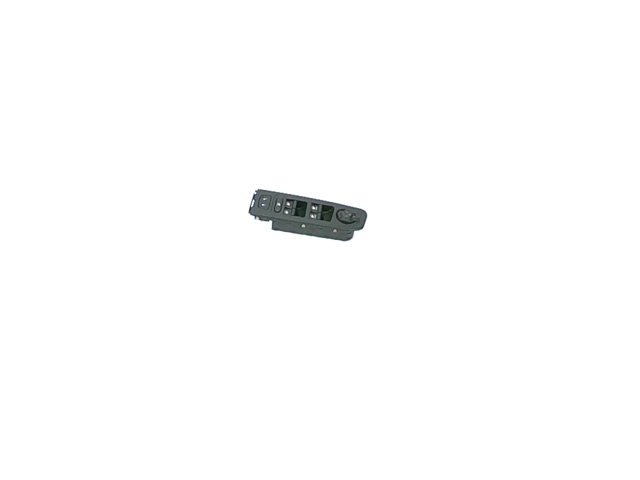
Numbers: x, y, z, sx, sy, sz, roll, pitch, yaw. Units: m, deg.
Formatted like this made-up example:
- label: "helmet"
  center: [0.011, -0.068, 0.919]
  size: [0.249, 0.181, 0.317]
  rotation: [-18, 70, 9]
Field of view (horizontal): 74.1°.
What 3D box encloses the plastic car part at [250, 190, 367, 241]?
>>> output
- label: "plastic car part"
  center: [-0.019, -0.035, 0.750]
  size: [0.203, 0.067, 0.066]
  rotation: [6, 39, 0]
